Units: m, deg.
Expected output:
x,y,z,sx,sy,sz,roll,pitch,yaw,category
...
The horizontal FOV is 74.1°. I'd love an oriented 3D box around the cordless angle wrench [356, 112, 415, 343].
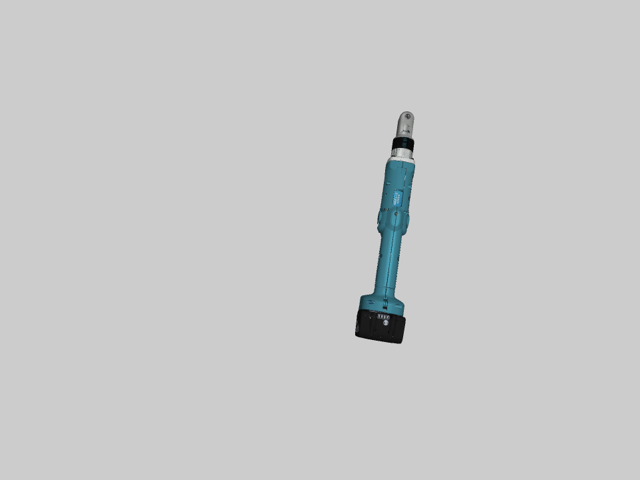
x,y,z,sx,sy,sz,roll,pitch,yaw,category
0.130,-0.034,0.760,0.074,0.422,0.098,9,-10,2,cordless angle wrench
